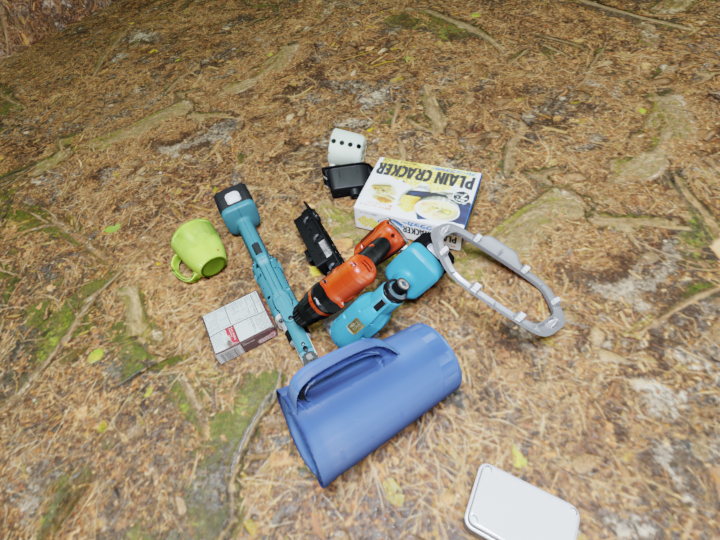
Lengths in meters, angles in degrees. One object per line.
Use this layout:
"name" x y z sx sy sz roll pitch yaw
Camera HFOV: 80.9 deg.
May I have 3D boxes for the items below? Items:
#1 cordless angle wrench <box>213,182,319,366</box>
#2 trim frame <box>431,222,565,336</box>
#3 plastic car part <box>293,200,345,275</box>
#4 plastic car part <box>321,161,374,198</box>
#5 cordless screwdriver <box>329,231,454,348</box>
"cordless angle wrench" -0.173 0.003 0.792 0.073 0.094 0.444 -26 56 -11
"trim frame" 0.219 0.006 0.671 0.251 0.027 0.183 32 36 4
"plastic car part" -0.081 -0.053 0.832 0.068 0.062 0.213 -36 52 13
"plastic car part" -0.023 -0.191 0.929 0.117 0.064 0.073 -6 67 2
"cordless screwdriver" 0.066 0.016 0.642 0.075 0.160 0.243 47 44 5
